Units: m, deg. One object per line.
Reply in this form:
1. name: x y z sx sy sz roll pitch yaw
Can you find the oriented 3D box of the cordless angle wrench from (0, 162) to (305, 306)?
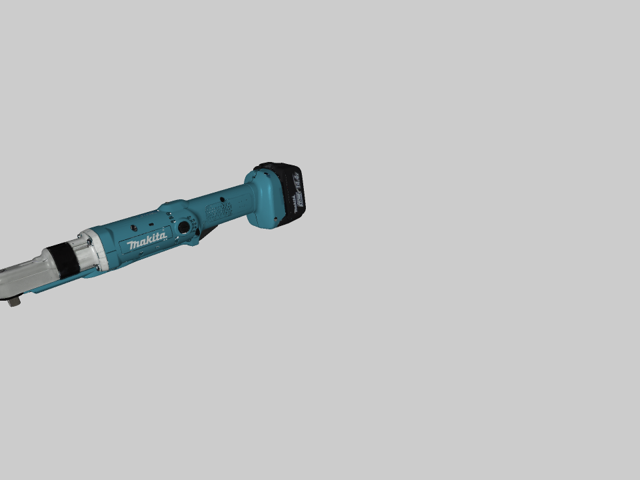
1. cordless angle wrench: -0.197 -0.020 0.576 0.074 0.098 0.421 14 28 42
